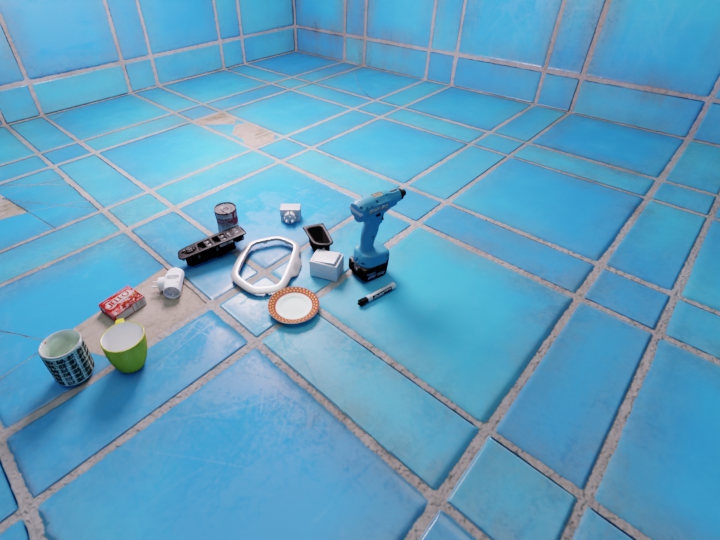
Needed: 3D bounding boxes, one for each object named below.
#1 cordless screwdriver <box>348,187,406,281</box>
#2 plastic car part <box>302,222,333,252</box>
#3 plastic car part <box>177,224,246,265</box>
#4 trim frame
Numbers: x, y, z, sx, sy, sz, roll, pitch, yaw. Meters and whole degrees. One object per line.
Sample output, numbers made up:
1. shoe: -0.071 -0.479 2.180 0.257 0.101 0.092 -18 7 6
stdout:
1. cordless screwdriver: 0.045 -0.098 1.117 0.155 0.241 0.079 -23 45 -27
2. plastic car part: -0.121 -0.079 1.234 0.065 0.069 0.123 -13 41 -16
3. plastic car part: -0.432 -0.067 1.232 0.198 0.065 0.070 -23 45 -25
4. trim frame: -0.261 -0.020 1.200 0.187 0.027 0.253 4 40 7
